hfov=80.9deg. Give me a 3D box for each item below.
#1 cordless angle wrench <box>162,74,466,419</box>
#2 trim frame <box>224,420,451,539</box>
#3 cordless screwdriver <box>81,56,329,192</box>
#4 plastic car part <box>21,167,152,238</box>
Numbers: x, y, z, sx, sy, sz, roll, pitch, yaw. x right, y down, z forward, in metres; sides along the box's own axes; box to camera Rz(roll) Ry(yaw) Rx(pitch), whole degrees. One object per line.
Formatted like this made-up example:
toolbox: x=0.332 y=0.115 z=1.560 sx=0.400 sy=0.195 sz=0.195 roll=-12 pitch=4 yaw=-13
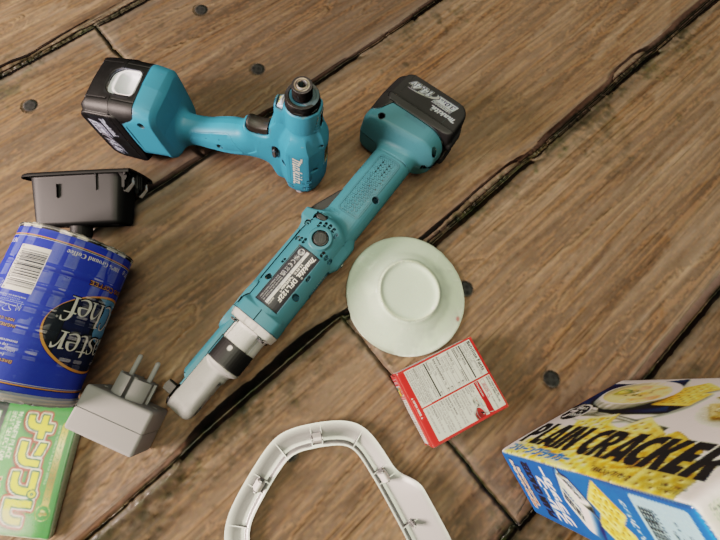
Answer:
cordless angle wrench: x=-0.043 y=-0.028 z=0.443 sx=0.099 sy=0.073 sz=0.422 roll=36 pitch=76 yaw=7
trim frame: x=-0.011 y=0.260 z=0.369 sx=0.182 sy=0.027 sz=0.255 roll=-26 pitch=73 yaw=-12
cordless screwdriver: x=-0.154 y=-0.158 z=0.432 sx=0.250 sy=0.157 sz=0.075 roll=15 pitch=73 yaw=2
plastic car part: x=-0.290 y=-0.069 z=0.450 sx=0.116 sy=0.066 sz=0.071 roll=-6 pitch=88 yaw=-3
